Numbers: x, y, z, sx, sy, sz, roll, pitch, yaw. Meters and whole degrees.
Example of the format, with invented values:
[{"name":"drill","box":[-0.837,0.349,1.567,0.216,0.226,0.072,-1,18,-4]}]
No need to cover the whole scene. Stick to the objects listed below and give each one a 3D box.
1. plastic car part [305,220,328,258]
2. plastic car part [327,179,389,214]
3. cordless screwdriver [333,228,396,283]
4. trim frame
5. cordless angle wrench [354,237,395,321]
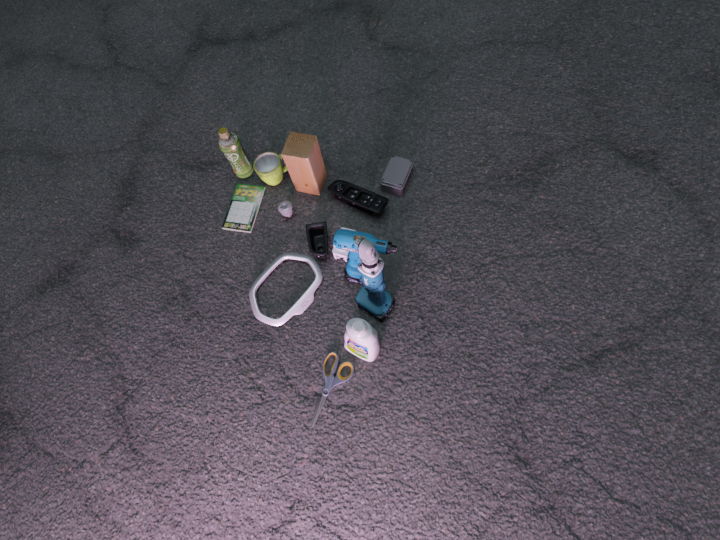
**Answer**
[{"name":"plastic car part","box":[-0.127,-0.083,1.303,0.066,0.068,0.120,-10,65,3]},{"name":"plastic car part","box":[-0.010,-0.232,1.351,0.211,0.064,0.066,29,73,20]},{"name":"cordless screwdriver","box":[0.020,-0.032,1.159,0.163,0.240,0.075,12,69,12]},{"name":"trim frame","box":[-0.228,0.053,1.282,0.192,0.026,0.247,36,77,22]},{"name":"cordless angle wrench","box":[0.030,0.025,1.038,0.101,0.408,0.074,31,74,16]}]
